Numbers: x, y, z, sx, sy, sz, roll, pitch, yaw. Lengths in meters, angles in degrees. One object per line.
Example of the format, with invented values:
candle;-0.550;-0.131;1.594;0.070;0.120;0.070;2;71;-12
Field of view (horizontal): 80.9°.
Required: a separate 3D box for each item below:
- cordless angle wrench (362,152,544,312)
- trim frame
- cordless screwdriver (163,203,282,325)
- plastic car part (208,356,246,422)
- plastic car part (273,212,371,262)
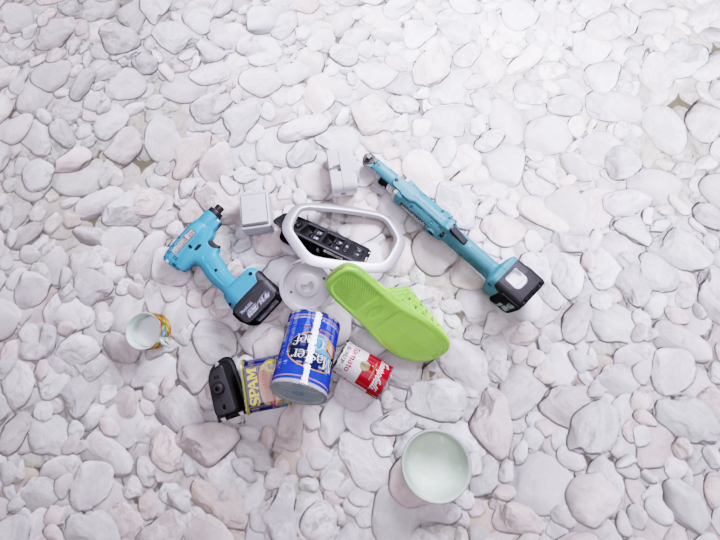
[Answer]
cordless angle wrench;0.160;-0.093;0.846;0.074;0.095;0.435;-44;76;-7
trim frame;-0.031;-0.070;0.831;0.245;0.027;0.190;3;51;-9
cordless screwdriver;-0.262;-0.014;0.854;0.255;0.072;0.159;37;82;13
plastic car part;-0.261;0.228;0.804;0.066;0.070;0.118;-18;82;-4
plastic car part;-0.084;-0.055;0.859;0.205;0.066;0.066;29;44;5
